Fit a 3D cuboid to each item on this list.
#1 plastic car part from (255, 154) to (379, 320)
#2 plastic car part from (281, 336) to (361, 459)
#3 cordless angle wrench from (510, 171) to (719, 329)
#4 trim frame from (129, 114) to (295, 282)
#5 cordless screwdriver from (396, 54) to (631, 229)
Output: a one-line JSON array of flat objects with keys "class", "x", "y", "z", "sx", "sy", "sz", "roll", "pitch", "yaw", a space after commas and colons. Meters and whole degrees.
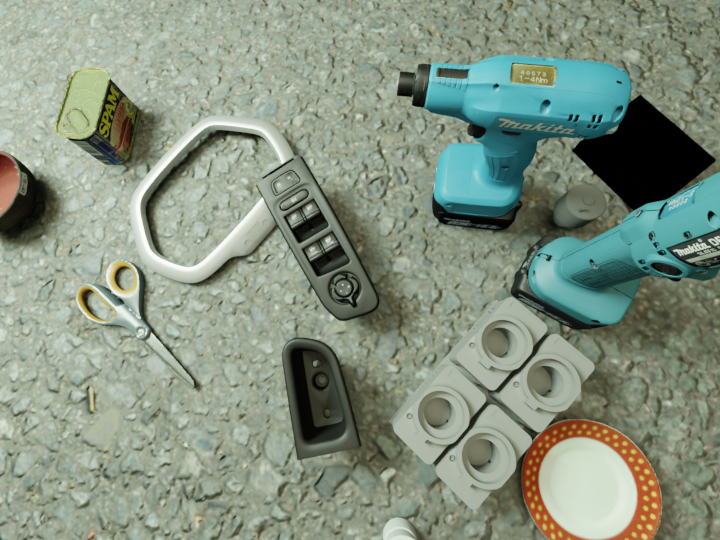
[{"class": "plastic car part", "x": -0.049, "y": -0.032, "z": 0.503, "sx": 0.066, "sy": 0.065, "sz": 0.208, "roll": -29, "pitch": 75, "yaw": -3}, {"class": "plastic car part", "x": -0.044, "y": 0.130, "z": 0.459, "sx": 0.066, "sy": 0.069, "sz": 0.119, "roll": -14, "pitch": 76, "yaw": 1}, {"class": "cordless angle wrench", "x": 0.220, "y": -0.022, "z": 0.288, "sx": 0.100, "sy": 0.414, "sz": 0.074, "roll": 31, "pitch": 81, "yaw": 7}, {"class": "trim frame", "x": -0.196, "y": -0.100, "z": 0.558, "sx": 0.189, "sy": 0.027, "sz": 0.248, "roll": 38, "pitch": 83, "yaw": 14}, {"class": "cordless screwdriver", "x": 0.110, "y": -0.115, "z": 0.413, "sx": 0.161, "sy": 0.243, "sz": 0.075, "roll": 10, "pitch": 79, "yaw": 5}]
